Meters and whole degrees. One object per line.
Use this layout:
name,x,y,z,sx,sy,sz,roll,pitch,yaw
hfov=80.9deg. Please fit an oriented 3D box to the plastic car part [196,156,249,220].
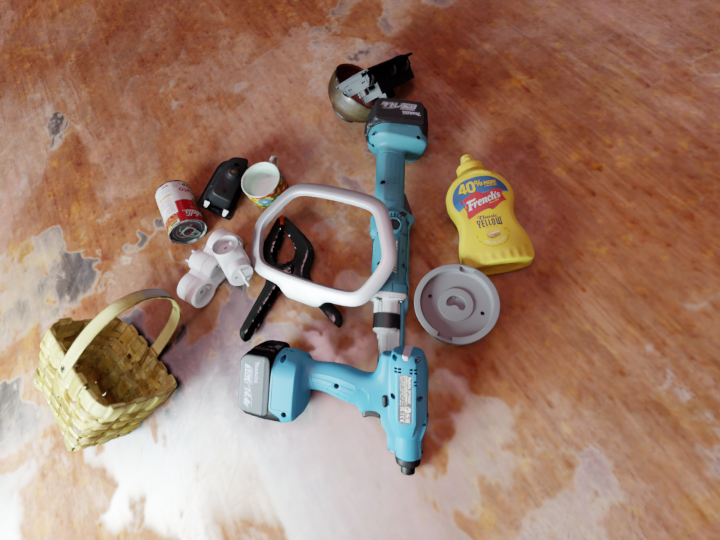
plastic car part,-0.237,-0.160,0.761,0.064,0.073,0.117,26,73,-19

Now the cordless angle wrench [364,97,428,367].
cordless angle wrench,0.048,-0.063,0.649,0.097,0.074,0.430,5,72,-5

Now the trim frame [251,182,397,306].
trim frame,-0.062,-0.041,0.638,0.260,0.026,0.185,16,81,26

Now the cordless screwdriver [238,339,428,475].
cordless screwdriver,-0.037,0.176,0.566,0.256,0.072,0.158,1,93,17

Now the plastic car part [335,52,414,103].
plastic car part,0.043,-0.331,0.728,0.068,0.065,0.201,-22,21,43
